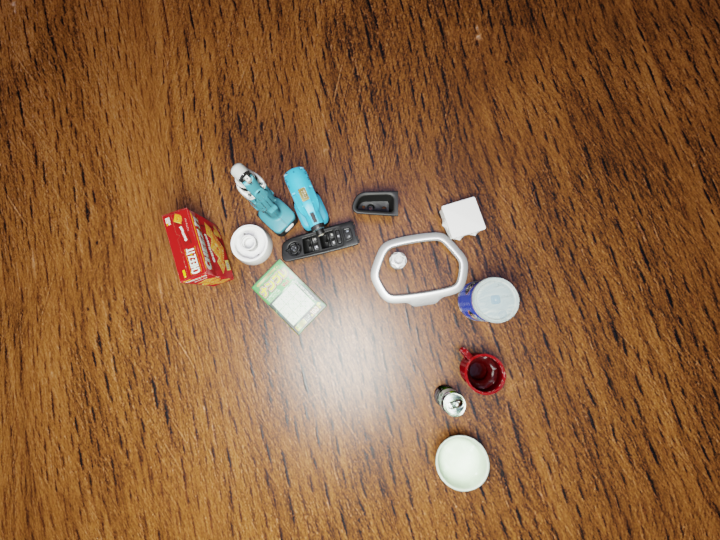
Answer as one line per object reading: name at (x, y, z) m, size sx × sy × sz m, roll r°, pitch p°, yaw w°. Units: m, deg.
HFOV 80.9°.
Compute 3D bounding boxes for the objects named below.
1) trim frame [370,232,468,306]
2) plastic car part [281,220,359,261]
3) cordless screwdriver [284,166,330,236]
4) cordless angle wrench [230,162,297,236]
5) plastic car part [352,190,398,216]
trim frame at (0.150, -0.001, 1.090) m, size 0.250 × 0.027 × 0.186 m, roll -10°, pitch 81°, yaw 3°
plastic car part at (-0.108, -0.070, 1.102) m, size 0.204 × 0.066 × 0.067 m, roll -14°, pitch 83°, yaw 2°
cordless screwdriver at (-0.118, -0.140, 1.023) m, size 0.074 × 0.246 × 0.161 m, roll -24°, pitch 84°, yaw -2°
cordless angle wrench at (-0.219, -0.160, 0.947) m, size 0.099 × 0.418 × 0.074 m, roll 44°, pitch 86°, yaw 3°
plastic car part at (0.037, -0.169, 1.103) m, size 0.117 × 0.070 × 0.066 m, roll 1°, pitch 83°, yaw 3°
